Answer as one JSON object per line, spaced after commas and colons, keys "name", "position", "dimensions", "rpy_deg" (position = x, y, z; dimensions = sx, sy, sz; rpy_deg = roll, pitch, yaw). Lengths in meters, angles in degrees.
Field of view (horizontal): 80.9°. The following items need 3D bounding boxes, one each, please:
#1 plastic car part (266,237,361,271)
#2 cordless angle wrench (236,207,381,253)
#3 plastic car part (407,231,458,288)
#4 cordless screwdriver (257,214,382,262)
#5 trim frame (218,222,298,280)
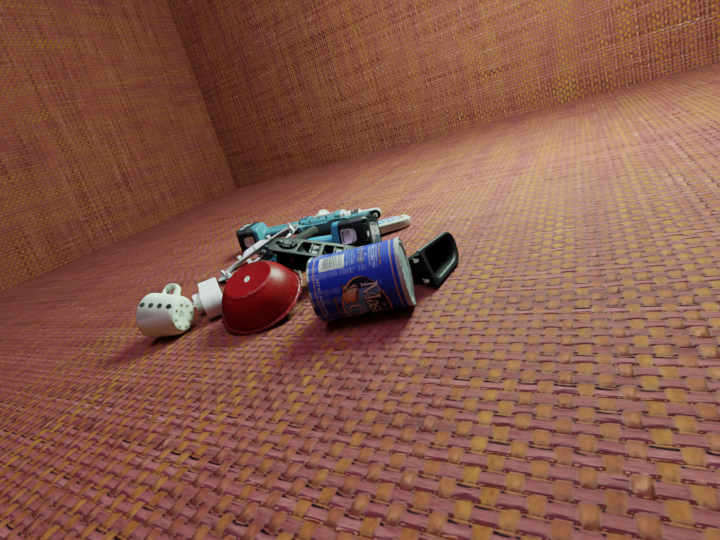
{"name": "plastic car part", "position": [-0.081, -0.024, 0.823], "dimensions": [0.204, 0.065, 0.067], "rpy_deg": [12, 38, 4]}
{"name": "cordless angle wrench", "position": [-0.147, -0.125, 1.200], "dimensions": [0.434, 0.072, 0.098], "rpy_deg": [-9, 20, 19]}
{"name": "plastic car part", "position": [0.110, -0.016, 0.705], "dimensions": [0.073, 0.065, 0.114], "rpy_deg": [-22, 9, 39]}
{"name": "cordless screwdriver", "position": [-0.089, -0.058, 0.906], "dimensions": [0.258, 0.074, 0.153], "rpy_deg": [-10, 1, 28]}
{"name": "trim frame", "position": [-0.260, -0.050, 1.077], "dimensions": [0.247, 0.027, 0.190], "rpy_deg": [-39, 18, -10]}
